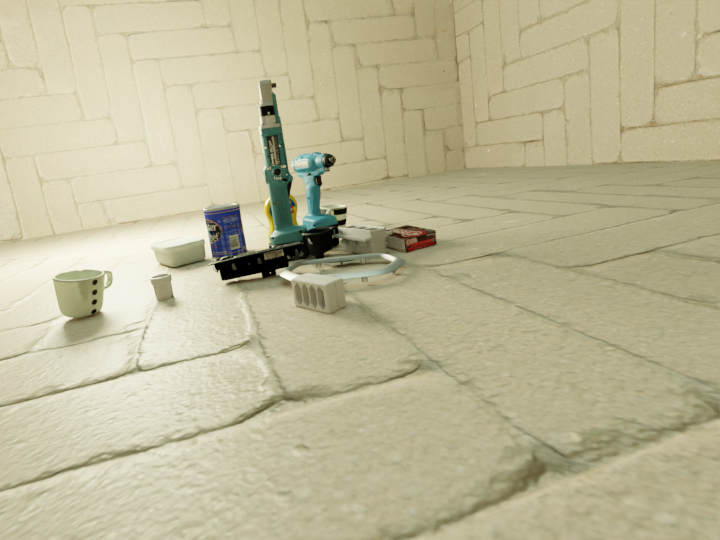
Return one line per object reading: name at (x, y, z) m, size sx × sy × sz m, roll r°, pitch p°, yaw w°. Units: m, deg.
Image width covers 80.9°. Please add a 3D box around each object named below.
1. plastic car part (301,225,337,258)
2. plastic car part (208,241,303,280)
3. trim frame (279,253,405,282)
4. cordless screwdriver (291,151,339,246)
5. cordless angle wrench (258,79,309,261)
plastic car part at (-0.098, -0.064, 1.000) m, size 0.068 × 0.070 × 0.115 m, roll -4°, pitch 15°, yaw 16°
plastic car part at (-0.218, -0.018, 0.901) m, size 0.202 × 0.066 × 0.068 m, roll -9°, pitch 13°, yaw -3°
trim frame at (-0.036, -0.004, 0.830) m, size 0.249 × 0.027 × 0.187 m, roll -8°, pitch 15°, yaw 0°
cordless screwdriver at (-0.104, -0.178, 1.085) m, size 0.072 × 0.245 × 0.167 m, roll -15°, pitch 15°, yaw -35°
cordless angle wrench at (-0.198, -0.233, 1.009) m, size 0.096 × 0.416 × 0.076 m, roll -9°, pitch 12°, yaw -11°
